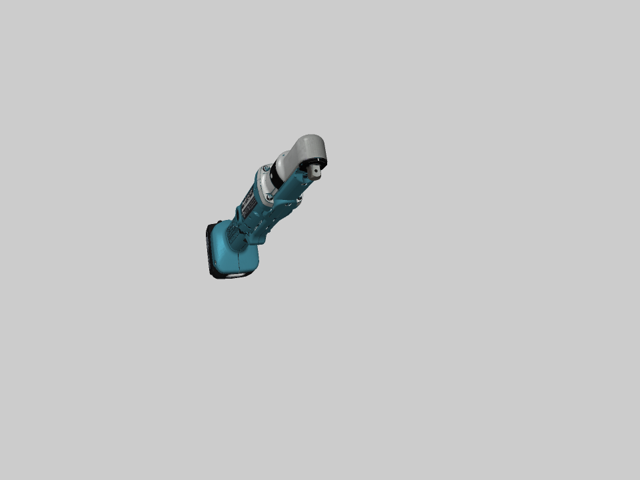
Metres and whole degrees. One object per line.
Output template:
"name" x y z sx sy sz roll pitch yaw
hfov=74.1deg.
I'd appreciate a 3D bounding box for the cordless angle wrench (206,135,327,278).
"cordless angle wrench" -0.084 -0.031 0.564 0.074 0.098 0.424 -3 -14 -24
